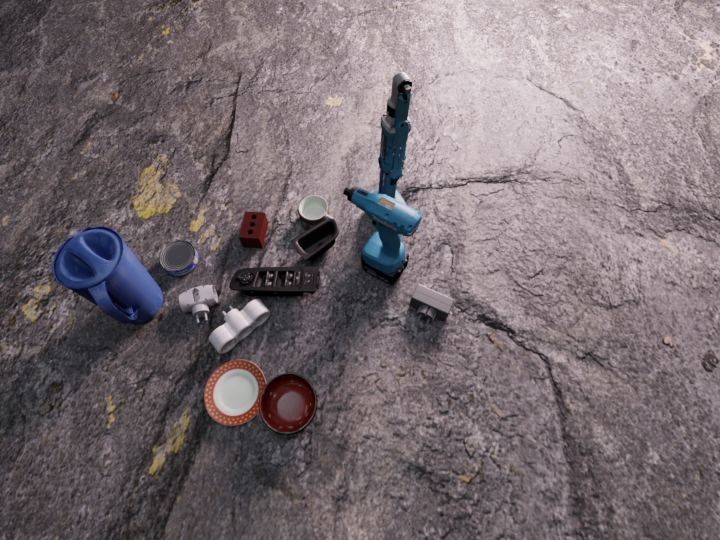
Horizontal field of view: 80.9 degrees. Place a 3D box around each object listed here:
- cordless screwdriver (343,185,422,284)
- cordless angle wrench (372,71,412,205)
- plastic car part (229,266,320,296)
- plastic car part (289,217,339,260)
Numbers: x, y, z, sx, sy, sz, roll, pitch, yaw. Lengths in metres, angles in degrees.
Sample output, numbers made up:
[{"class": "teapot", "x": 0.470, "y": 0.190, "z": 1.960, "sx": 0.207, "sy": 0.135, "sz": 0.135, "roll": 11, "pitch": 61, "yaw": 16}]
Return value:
[{"class": "cordless screwdriver", "x": 0.036, "y": -0.076, "z": 0.896, "sx": 0.165, "sy": 0.241, "sz": 0.074, "roll": 31, "pitch": 67, "yaw": 16}, {"class": "cordless angle wrench", "x": 0.066, "y": -0.231, "z": 0.883, "sx": 0.073, "sy": 0.410, "sz": 0.102, "roll": -19, "pitch": 64, "yaw": -10}, {"class": "plastic car part", "x": -0.192, "y": 0.028, "z": 0.957, "sx": 0.205, "sy": 0.065, "sz": 0.068, "roll": 2, "pitch": 62, "yaw": 5}, {"class": "plastic car part", "x": -0.098, "y": -0.064, "z": 0.998, "sx": 0.115, "sy": 0.069, "sz": 0.069, "roll": -34, "pitch": 66, "yaw": -15}]
